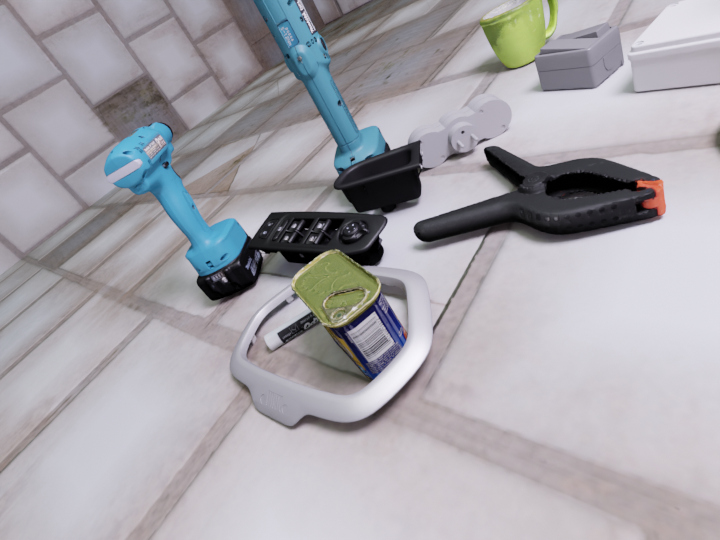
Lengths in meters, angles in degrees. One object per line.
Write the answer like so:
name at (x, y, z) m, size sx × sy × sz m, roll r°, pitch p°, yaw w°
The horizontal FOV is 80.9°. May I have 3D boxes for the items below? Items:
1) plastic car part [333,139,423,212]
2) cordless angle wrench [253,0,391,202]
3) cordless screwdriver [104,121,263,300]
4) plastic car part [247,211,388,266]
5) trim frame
plastic car part at (0.032, -0.111, 0.553) m, size 0.120 × 0.068 × 0.067 m, roll -16°, pitch 35°, yaw 25°
cordless angle wrench at (-0.070, -0.281, 0.552) m, size 0.076 × 0.404 × 0.100 m, roll -18°, pitch 32°, yaw 23°
cordless screwdriver at (-0.234, -0.088, 0.595) m, size 0.075 × 0.238 × 0.164 m, roll -25°, pitch 31°, yaw 12°
plastic car part at (-0.052, -0.034, 0.527) m, size 0.213 × 0.064 × 0.066 m, roll 2°, pitch 45°, yaw 42°
trim frame at (-0.038, 0.063, 0.425) m, size 0.261 × 0.026 × 0.183 m, roll 4°, pitch 48°, yaw 43°
